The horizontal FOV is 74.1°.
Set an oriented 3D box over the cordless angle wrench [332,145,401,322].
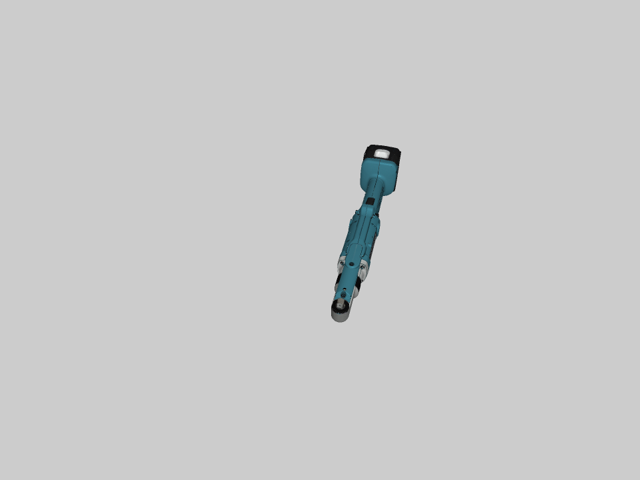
[{"bbox_3d":[0.080,-0.025,0.769,0.074,0.098,0.421,11,45,10],"label":"cordless angle wrench"}]
